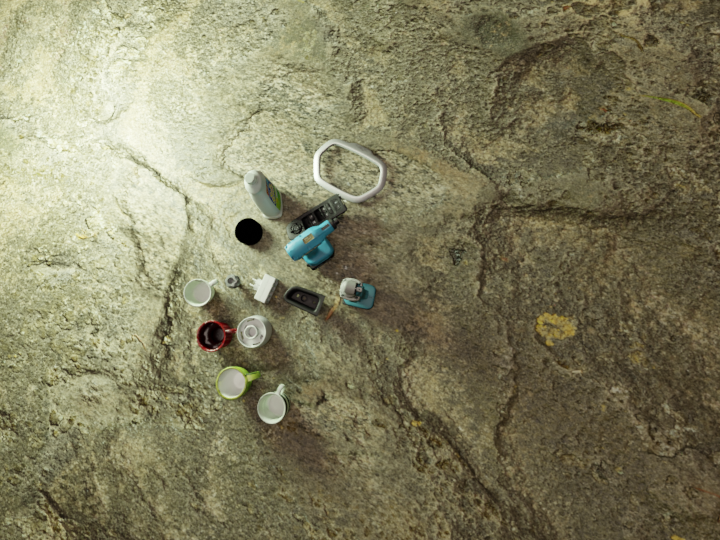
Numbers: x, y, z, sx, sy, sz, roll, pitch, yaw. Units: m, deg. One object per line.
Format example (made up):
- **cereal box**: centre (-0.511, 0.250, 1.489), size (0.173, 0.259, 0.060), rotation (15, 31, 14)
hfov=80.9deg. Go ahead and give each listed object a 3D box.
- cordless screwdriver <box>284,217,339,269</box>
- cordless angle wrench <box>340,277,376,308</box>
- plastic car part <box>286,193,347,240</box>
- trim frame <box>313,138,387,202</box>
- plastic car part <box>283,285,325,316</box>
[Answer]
- **cordless screwdriver**: centre (-0.118, -0.077, 1.211), size (0.159, 0.244, 0.076), rotation (-35, 83, 0)
- **cordless angle wrench**: centre (-0.014, 0.056, 1.087), size (0.099, 0.415, 0.075), rotation (12, 85, 4)
- **plastic car part**: centre (-0.139, -0.159, 1.319), size (0.203, 0.066, 0.067), rotation (-29, 81, 3)
- **trim frame**: centre (-0.036, -0.321, 1.349), size (0.254, 0.027, 0.184), rotation (28, 86, 12)
- **plastic car part**: centre (-0.168, 0.087, 1.281), size (0.119, 0.069, 0.066), rotation (21, 85, 10)
